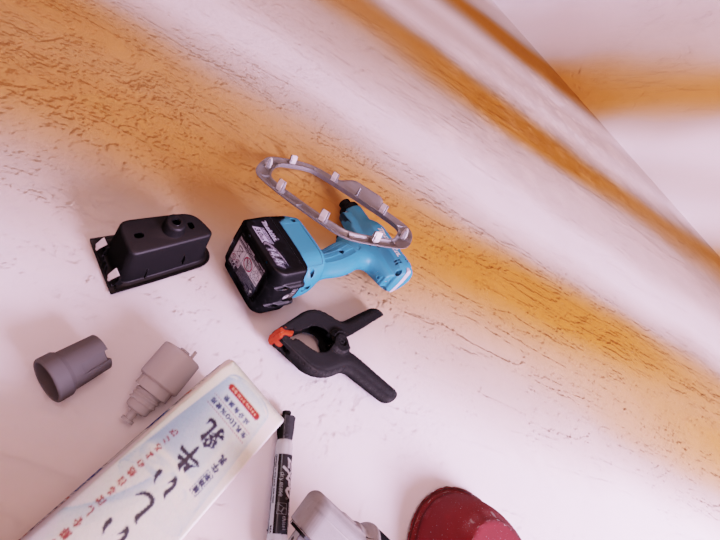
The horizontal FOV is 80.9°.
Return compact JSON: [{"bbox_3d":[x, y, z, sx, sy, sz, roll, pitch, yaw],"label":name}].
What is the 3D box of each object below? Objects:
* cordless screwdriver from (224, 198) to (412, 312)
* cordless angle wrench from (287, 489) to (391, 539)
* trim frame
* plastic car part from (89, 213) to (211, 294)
[{"bbox_3d":[-0.054,-0.035,0.554,0.238,0.074,0.166,-7,53,-43],"label":"cordless screwdriver"},{"bbox_3d":[0.099,0.317,0.335,0.416,0.076,0.097,47,67,-9],"label":"cordless angle wrench"},{"bbox_3d":[-0.036,-0.102,0.588,0.259,0.027,0.178,35,27,23],"label":"trim frame"},{"bbox_3d":[-0.209,-0.031,0.443,0.112,0.072,0.067,-20,75,-40],"label":"plastic car part"}]
